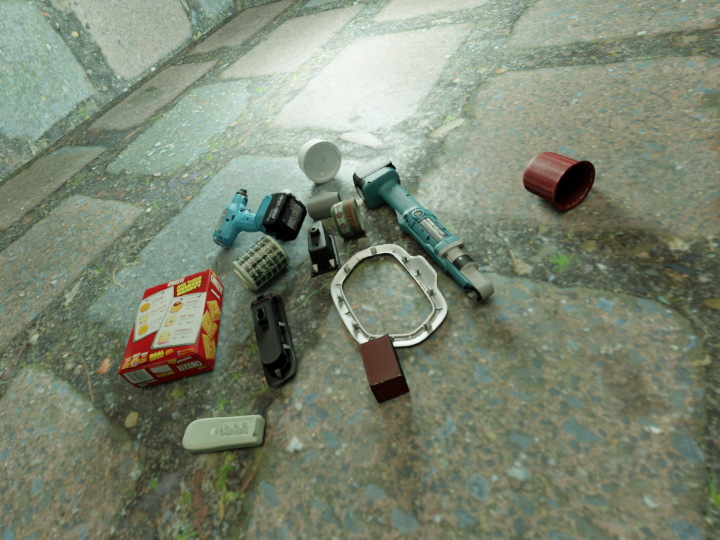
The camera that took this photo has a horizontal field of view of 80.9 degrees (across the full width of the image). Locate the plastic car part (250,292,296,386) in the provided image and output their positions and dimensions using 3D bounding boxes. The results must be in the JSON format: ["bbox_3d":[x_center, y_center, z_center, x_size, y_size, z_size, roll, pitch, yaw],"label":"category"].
[{"bbox_3d":[-0.164,0.111,0.769,0.066,0.064,0.213,-21,45,-6],"label":"plastic car part"}]

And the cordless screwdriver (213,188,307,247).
[{"bbox_3d":[-0.238,-0.138,0.991,0.260,0.070,0.161,-3,61,38],"label":"cordless screwdriver"}]

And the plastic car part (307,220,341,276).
[{"bbox_3d":[-0.086,-0.057,0.884,0.066,0.067,0.121,-17,46,6],"label":"plastic car part"}]

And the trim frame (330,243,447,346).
[{"bbox_3d":[0.044,0.036,0.765,0.184,0.026,0.261,-28,42,-3],"label":"trim frame"}]

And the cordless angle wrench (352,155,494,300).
[{"bbox_3d":[0.115,-0.092,0.827,0.097,0.071,0.446,-30,45,-5],"label":"cordless angle wrench"}]
